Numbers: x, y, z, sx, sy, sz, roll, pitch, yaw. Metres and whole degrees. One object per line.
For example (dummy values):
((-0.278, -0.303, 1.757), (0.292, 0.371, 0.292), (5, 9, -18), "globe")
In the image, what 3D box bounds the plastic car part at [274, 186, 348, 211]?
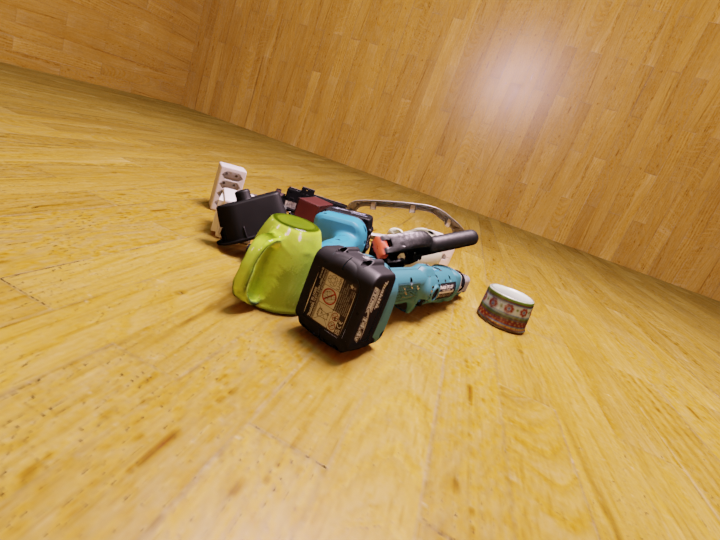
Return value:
((-0.112, -0.152, 0.974), (0.202, 0.067, 0.067), (21, 9, -2), "plastic car part")

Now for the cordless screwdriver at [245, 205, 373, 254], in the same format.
((-0.064, -0.042, 0.656), (0.161, 0.073, 0.249), (13, 20, 5), "cordless screwdriver")

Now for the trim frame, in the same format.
((0.078, -0.087, 0.849), (0.257, 0.028, 0.176), (7, -22, 20), "trim frame")

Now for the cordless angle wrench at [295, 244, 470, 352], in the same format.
((0.077, 0.023, 0.579), (0.078, 0.097, 0.404), (28, 15, 28), "cordless angle wrench")

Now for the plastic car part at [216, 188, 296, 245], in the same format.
((-0.153, -0.082, 0.601), (0.114, 0.070, 0.068), (-15, 14, -17), "plastic car part")
